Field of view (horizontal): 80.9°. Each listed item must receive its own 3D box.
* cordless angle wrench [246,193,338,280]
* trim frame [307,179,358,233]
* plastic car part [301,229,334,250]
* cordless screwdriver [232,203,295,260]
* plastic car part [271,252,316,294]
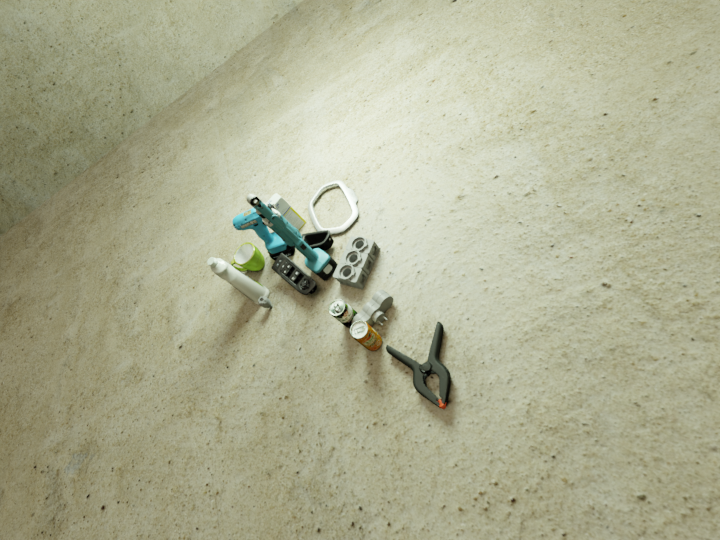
[{"bbox_3d":[-0.206,-0.102,1.268,0.074,0.399,0.104,-50,50,-6],"label":"cordless angle wrench"},{"bbox_3d":[-0.099,-0.229,1.527,0.186,0.026,0.261,-33,50,10],"label":"trim frame"},{"bbox_3d":[-0.141,-0.092,1.442,0.121,0.067,0.067,-7,59,28],"label":"plastic car part"},{"bbox_3d":[-0.305,-0.137,1.458,0.163,0.235,0.077,-20,54,19],"label":"cordless screwdriver"},{"bbox_3d":[-0.216,0.022,1.420,0.066,0.063,0.215,-50,50,-5],"label":"plastic car part"}]
